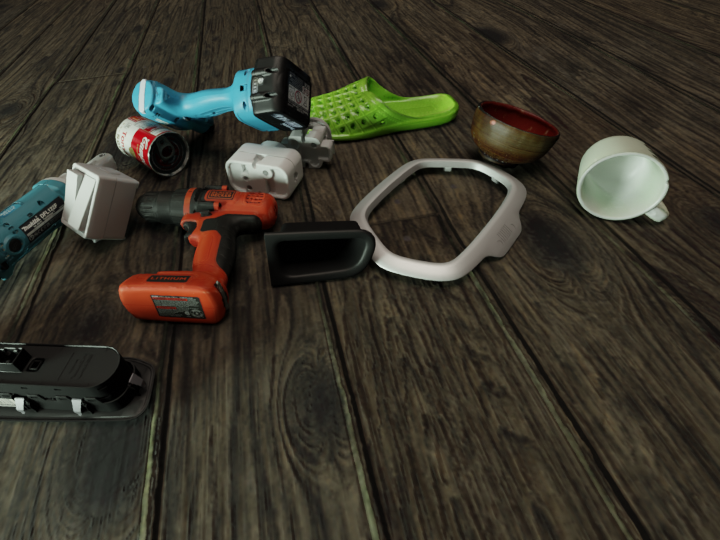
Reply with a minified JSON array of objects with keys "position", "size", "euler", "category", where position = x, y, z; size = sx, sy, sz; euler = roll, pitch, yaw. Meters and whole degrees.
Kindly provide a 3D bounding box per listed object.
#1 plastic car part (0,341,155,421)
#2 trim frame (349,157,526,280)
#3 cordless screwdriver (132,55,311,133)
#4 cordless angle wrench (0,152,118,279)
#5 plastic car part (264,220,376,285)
[{"position":[-0.286,0.093,0.381],"size":[0.205,0.065,0.068],"euler":[3,39,5],"category":"plastic car part"},{"position":[0.099,-0.074,0.524],"size":[0.193,0.026,0.245],"euler":[25,51,28],"category":"trim frame"},{"position":[-0.191,-0.243,0.633],"size":[0.257,0.074,0.154],"euler":[4,2,20],"category":"cordless screwdriver"},{"position":[-0.425,-0.029,0.496],"size":[0.076,0.094,0.429],"euler":[4,43,11],"category":"cordless angle wrench"},{"position":[-0.047,-0.031,0.479],"size":[0.116,0.064,0.073],"euler":[-6,31,-5],"category":"plastic car part"}]
